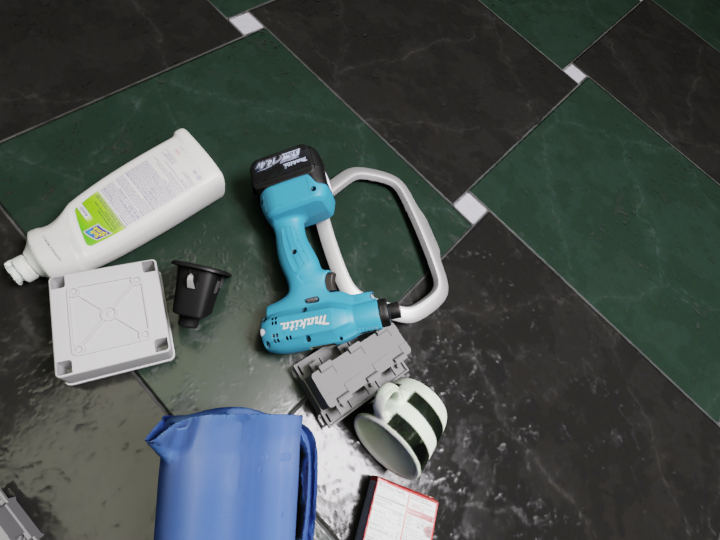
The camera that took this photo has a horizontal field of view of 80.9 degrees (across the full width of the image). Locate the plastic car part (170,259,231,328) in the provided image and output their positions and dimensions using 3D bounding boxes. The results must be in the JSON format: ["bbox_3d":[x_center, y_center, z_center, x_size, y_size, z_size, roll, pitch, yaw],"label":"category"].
[{"bbox_3d":[-0.183,0.027,0.470,0.065,0.119,0.071,12,88,-14],"label":"plastic car part"}]

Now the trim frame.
[{"bbox_3d":[0.030,-0.044,0.598,0.179,0.027,0.257,-11,65,-22],"label":"trim frame"}]

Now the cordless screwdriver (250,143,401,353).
[{"bbox_3d":[-0.051,-0.033,0.519,0.161,0.071,0.255,-13,69,9],"label":"cordless screwdriver"}]
